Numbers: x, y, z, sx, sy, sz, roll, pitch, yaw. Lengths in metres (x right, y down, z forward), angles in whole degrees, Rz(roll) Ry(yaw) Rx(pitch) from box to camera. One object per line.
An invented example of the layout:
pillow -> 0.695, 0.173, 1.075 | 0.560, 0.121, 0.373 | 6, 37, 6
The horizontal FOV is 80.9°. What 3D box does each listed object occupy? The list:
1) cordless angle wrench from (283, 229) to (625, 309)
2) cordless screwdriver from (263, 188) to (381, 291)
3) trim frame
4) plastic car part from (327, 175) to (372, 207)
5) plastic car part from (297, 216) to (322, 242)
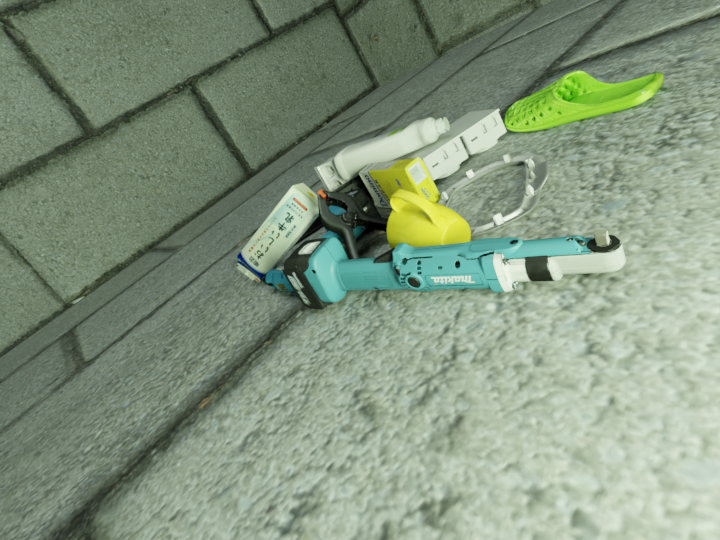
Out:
cordless angle wrench -> 0.075, -0.004, 0.531 | 0.443, 0.094, 0.074 | -4, 34, 42
cordless screwdriver -> -0.081, -0.053, 0.830 | 0.166, 0.072, 0.247 | -4, 40, 52
trim frame -> 0.202, -0.125, 0.671 | 0.191, 0.026, 0.248 | -15, 27, 33
plastic car part -> 0.002, -0.193, 0.978 | 0.201, 0.067, 0.067 | -35, -6, -15
plastic car part -> -0.151, -0.116, 1.037 | 0.116, 0.068, 0.068 | -35, 23, 0
